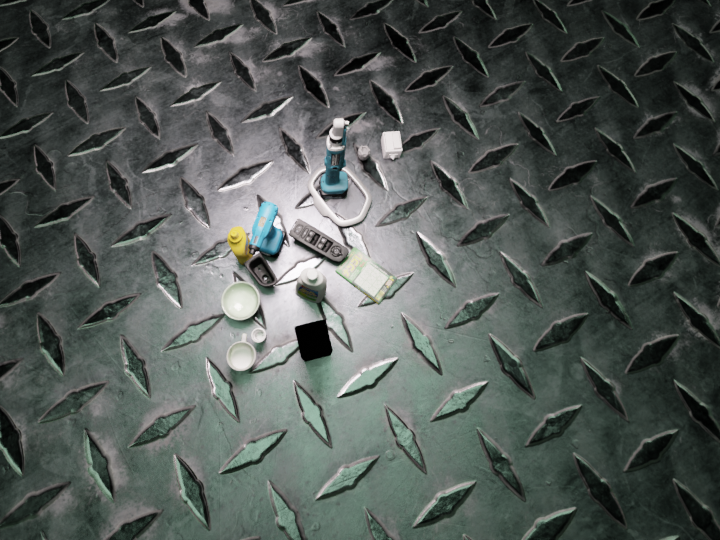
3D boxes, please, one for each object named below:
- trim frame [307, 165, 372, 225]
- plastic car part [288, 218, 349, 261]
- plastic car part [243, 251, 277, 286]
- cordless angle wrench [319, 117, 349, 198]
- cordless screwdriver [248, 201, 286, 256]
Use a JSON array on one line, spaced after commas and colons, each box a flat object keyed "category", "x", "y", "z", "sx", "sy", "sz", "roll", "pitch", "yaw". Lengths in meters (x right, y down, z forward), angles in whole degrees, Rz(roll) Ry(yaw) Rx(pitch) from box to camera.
[{"category": "trim frame", "x": -0.074, "y": -0.264, "z": 1.468, "sx": 0.183, "sy": 0.027, "sz": 0.255, "roll": -36, "pitch": 76, "yaw": -10}, {"category": "plastic car part", "x": -0.136, "y": -0.089, "z": 1.394, "sx": 0.206, "sy": 0.066, "sz": 0.066, "roll": 29, "pitch": 75, "yaw": 8}, {"category": "plastic car part", "x": -0.314, "y": 0.011, "z": 1.361, "sx": 0.065, "sy": 0.070, "sz": 0.119, "roll": -35, "pitch": 78, "yaw": -11}, {"category": "cordless angle wrench", "x": -0.077, "y": -0.334, "z": 1.286, "sx": 0.097, "sy": 0.418, "sz": 0.075, "roll": -2, "pitch": 76, "yaw": -6}, {"category": "cordless screwdriver", "x": -0.292, "y": -0.096, "z": 1.302, "sx": 0.075, "sy": 0.246, "sz": 0.160, "roll": 18, "pitch": 75, "yaw": -1}]
